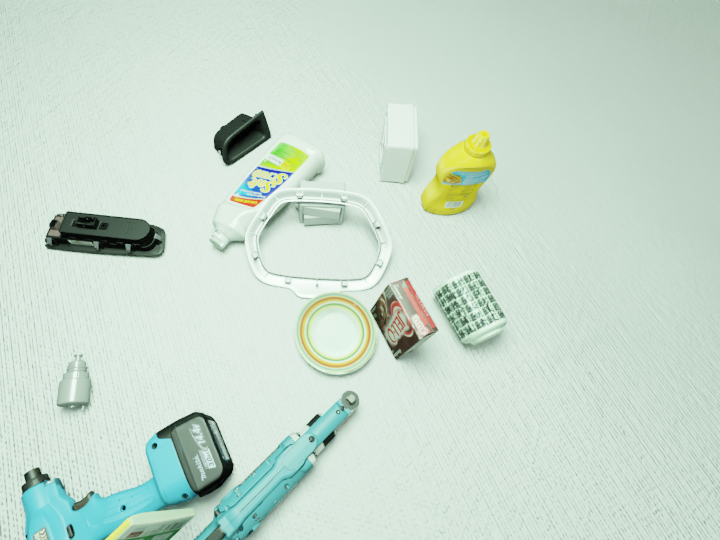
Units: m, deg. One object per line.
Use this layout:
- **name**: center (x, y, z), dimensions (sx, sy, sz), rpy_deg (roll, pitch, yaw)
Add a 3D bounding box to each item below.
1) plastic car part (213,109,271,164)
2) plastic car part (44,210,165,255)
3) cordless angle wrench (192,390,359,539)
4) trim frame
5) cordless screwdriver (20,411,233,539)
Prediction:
- **plastic car part**: center (-0.244, -0.268, 0.833), dimensions (0.115, 0.063, 0.074), rpy_deg (-41, 59, -18)
- **plastic car part**: center (-0.433, -0.068, 0.717), dimensions (0.202, 0.066, 0.068), rpy_deg (8, 57, -3)
- **cordless angle wrench**: center (-0.152, 0.306, 0.532), dimensions (0.077, 0.096, 0.417), rpy_deg (43, 64, 13)
- **trim frame**: center (-0.069, -0.045, 0.710), dimensions (0.247, 0.028, 0.184), rpy_deg (4, 92, -4)
- **cordless screwdriver**: center (-0.302, 0.270, 0.545), dimensions (0.246, 0.072, 0.165), rpy_deg (-33, 70, -14)
